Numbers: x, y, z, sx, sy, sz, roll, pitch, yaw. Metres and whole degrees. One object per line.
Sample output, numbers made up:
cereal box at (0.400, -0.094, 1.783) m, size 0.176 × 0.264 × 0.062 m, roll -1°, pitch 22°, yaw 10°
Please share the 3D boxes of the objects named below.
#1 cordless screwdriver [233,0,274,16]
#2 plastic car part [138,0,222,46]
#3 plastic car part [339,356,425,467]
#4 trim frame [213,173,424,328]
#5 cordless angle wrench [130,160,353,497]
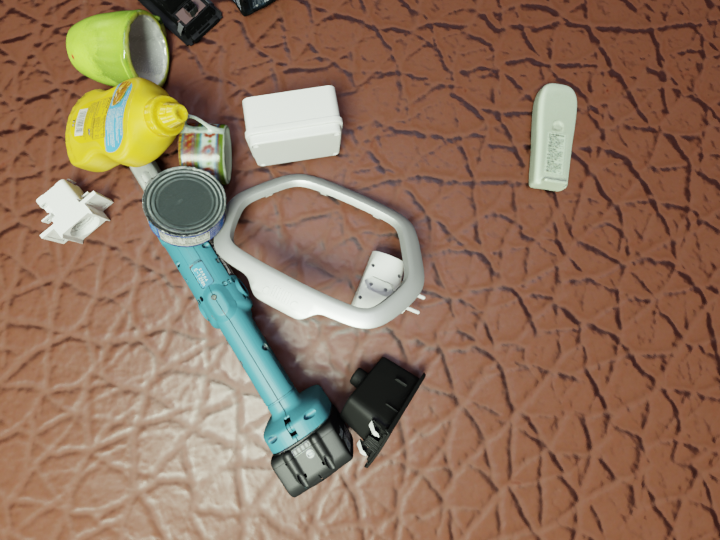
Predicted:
cordless screwdriver at (-0.180, -0.456, 0.511) m, size 0.074 × 0.159 × 0.250 m, roll -32°, pitch 88°, yaw -6°
plastic car part at (-0.280, -0.390, 0.553) m, size 0.206 × 0.066 × 0.066 m, roll 43°, pitch 91°, yaw 7°
plastic car part at (0.018, 0.142, 0.474) m, size 0.073 × 0.114 × 0.065 m, roll 31°, pitch 125°, yaw 13°
trim frame at (-0.047, -0.031, 0.482) m, size 0.255 × 0.027 × 0.184 m, roll 25°, pitch 56°, yaw 13°
cordless angle wrench at (-0.156, 0.035, 0.486) m, size 0.074 × 0.096 × 0.430 m, roll -34°, pitch 81°, yaw -2°
